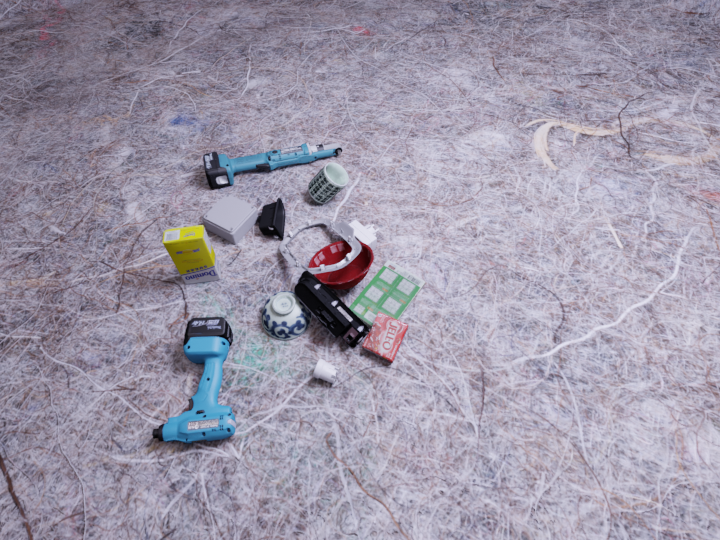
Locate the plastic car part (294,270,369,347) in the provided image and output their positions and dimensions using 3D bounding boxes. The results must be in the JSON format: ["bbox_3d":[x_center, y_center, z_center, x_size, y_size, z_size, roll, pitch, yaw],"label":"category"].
[{"bbox_3d":[-0.079,0.088,0.944,0.210,0.066,0.065,46,33,19],"label":"plastic car part"}]

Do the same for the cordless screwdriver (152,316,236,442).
[{"bbox_3d":[-0.344,0.227,0.887,0.159,0.072,0.258,-8,58,-3],"label":"cordless screwdriver"}]

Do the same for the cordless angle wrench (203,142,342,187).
[{"bbox_3d":[-0.262,-0.342,1.298,0.418,0.072,0.102,-13,55,-9],"label":"cordless angle wrench"}]

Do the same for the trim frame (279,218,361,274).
[{"bbox_3d":[-0.104,-0.068,1.069,0.181,0.026,0.263,-29,37,-15],"label":"trim frame"}]

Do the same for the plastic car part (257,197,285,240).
[{"bbox_3d":[-0.248,-0.140,1.159,0.072,0.063,0.120,-13,50,10],"label":"plastic car part"}]
